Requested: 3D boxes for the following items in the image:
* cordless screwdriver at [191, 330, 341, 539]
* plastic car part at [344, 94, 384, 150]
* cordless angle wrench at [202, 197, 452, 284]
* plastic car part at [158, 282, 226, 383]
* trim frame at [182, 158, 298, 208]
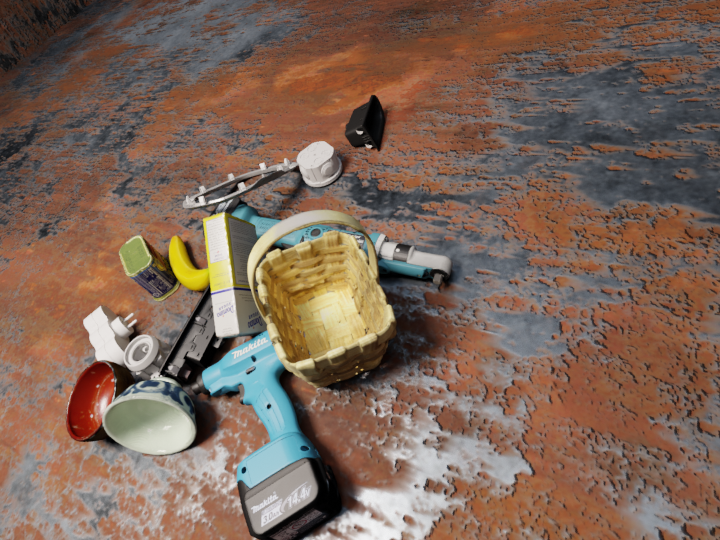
[{"bbox_3d":[-0.131,0.199,0.531,0.159,0.070,0.262,-29,46,0],"label":"cordless screwdriver"},{"bbox_3d":[0.003,-0.290,0.843,0.073,0.062,0.119,-14,47,30],"label":"plastic car part"},{"bbox_3d":[-0.067,-0.044,0.684,0.442,0.071,0.098,12,60,27],"label":"cordless angle wrench"},{"bbox_3d":[-0.237,0.084,0.665,0.069,0.063,0.206,7,59,14],"label":"plastic car part"},{"bbox_3d":[-0.228,-0.169,0.806,0.194,0.027,0.243,6,31,40],"label":"trim frame"}]
